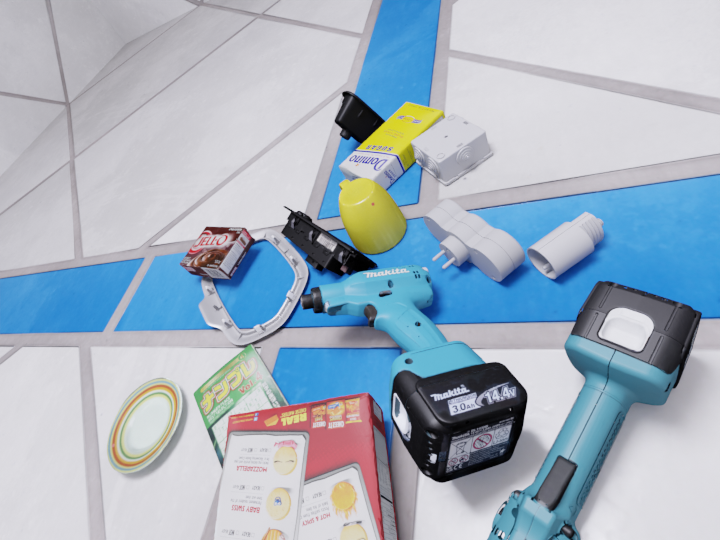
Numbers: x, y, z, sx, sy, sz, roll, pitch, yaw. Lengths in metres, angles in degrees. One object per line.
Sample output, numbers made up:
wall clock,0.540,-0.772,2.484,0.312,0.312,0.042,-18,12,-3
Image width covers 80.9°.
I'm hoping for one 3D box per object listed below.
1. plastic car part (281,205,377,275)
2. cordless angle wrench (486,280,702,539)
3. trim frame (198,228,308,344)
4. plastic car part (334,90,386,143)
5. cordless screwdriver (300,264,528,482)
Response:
plastic car part,-0.065,-0.042,0.660,0.215,0.063,0.067,41,105,44
cordless angle wrench,0.132,0.204,0.323,0.079,0.092,0.422,24,73,41
trim frame,-0.186,0.017,0.702,0.184,0.026,0.263,-41,46,-4
plastic car part,-0.008,-0.274,0.786,0.070,0.110,0.071,36,100,44
cordless screwdriver,0.034,0.078,0.429,0.157,0.072,0.260,-9,31,-12
